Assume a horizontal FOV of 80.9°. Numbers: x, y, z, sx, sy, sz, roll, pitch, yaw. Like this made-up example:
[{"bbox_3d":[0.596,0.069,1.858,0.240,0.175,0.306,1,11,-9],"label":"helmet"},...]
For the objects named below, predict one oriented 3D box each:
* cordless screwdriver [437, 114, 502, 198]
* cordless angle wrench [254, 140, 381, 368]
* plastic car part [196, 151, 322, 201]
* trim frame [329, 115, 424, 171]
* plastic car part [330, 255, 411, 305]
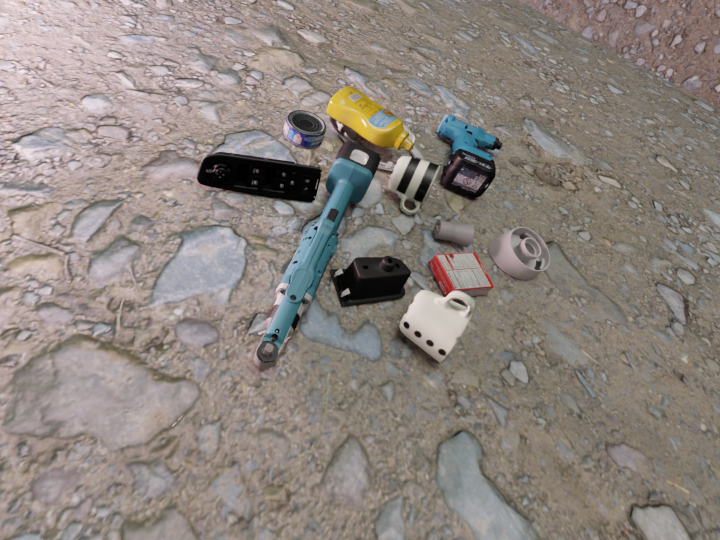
[{"bbox_3d":[0.258,-0.261,0.956,0.158,0.074,0.254,18,43,-7],"label":"cordless screwdriver"},{"bbox_3d":[-0.063,-0.041,0.641,0.074,0.097,0.427,23,51,-4],"label":"cordless angle wrench"},{"bbox_3d":[-0.172,-0.168,0.719,0.197,0.065,0.070,2,42,-20],"label":"plastic car part"},{"bbox_3d":[0.037,-0.299,0.936,0.178,0.027,0.260,-17,57,-33],"label":"trim frame"},{"bbox_3d":[0.024,0.006,0.637,0.113,0.070,0.069,-5,56,-22],"label":"plastic car part"}]
